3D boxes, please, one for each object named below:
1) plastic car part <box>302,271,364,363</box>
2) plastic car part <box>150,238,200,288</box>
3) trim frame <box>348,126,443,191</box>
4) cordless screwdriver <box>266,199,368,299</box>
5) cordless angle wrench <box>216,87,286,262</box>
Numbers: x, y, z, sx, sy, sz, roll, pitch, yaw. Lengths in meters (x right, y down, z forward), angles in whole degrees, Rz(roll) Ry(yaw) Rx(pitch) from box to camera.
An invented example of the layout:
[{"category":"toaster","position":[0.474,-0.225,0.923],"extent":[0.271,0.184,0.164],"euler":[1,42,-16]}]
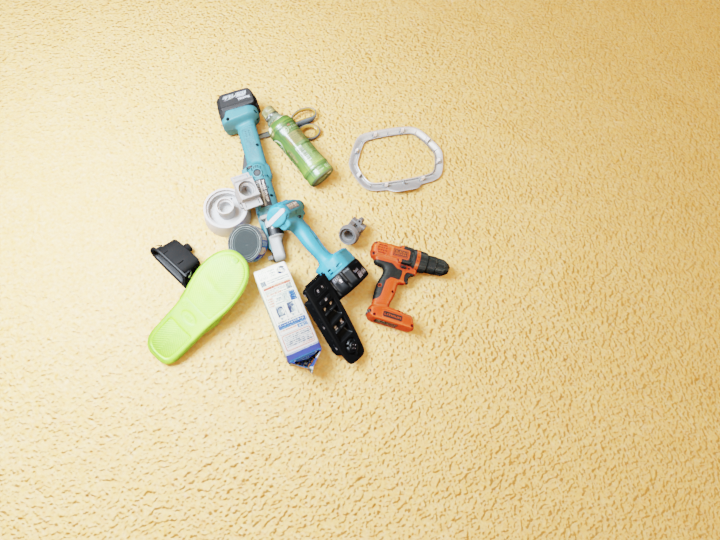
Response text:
[{"category":"plastic car part","position":[-0.063,0.108,0.876],"extent":[0.199,0.069,0.065],"euler":[58,41,-11]},{"category":"plastic car part","position":[-0.398,-0.028,0.929],"extent":[0.119,0.065,0.070],"euler":[43,57,11]},{"category":"trim frame","position":[0.092,-0.282,1.069],"extent":[0.245,0.027,0.188],"euler":[-11,74,-10]},{"category":"cordless screwdriver","position":[-0.092,-0.060,0.937],"extent":[0.075,0.158,0.249],"euler":[-43,91,20]},{"category":"cordless angle wrench","position":[-0.241,-0.222,0.996],"extent":[0.098,0.073,0.430],"euler":[-17,78,-3]}]
